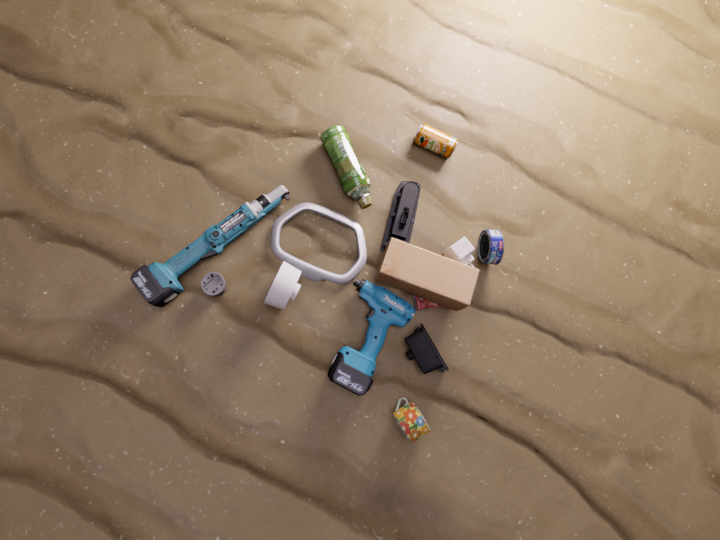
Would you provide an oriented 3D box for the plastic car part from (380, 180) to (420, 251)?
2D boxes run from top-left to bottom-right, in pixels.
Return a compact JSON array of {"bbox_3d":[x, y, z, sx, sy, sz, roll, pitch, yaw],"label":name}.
[{"bbox_3d":[0.106,-0.141,1.057,0.067,0.065,0.205,13,74,6],"label":"plastic car part"}]

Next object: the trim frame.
[{"bbox_3d":[-0.103,-0.067,1.050,0.249,0.027,0.185,22,76,2],"label":"trim frame"}]

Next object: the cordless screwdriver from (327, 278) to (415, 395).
[{"bbox_3d":[0.003,0.149,0.979,0.161,0.073,0.249,31,74,5],"label":"cordless screwdriver"}]

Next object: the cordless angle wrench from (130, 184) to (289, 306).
[{"bbox_3d":[-0.347,-0.078,1.026,0.420,0.074,0.099,-40,83,-12],"label":"cordless angle wrench"}]

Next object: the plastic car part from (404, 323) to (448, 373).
[{"bbox_3d":[0.145,0.191,0.982,0.071,0.064,0.119,-33,77,4],"label":"plastic car part"}]
